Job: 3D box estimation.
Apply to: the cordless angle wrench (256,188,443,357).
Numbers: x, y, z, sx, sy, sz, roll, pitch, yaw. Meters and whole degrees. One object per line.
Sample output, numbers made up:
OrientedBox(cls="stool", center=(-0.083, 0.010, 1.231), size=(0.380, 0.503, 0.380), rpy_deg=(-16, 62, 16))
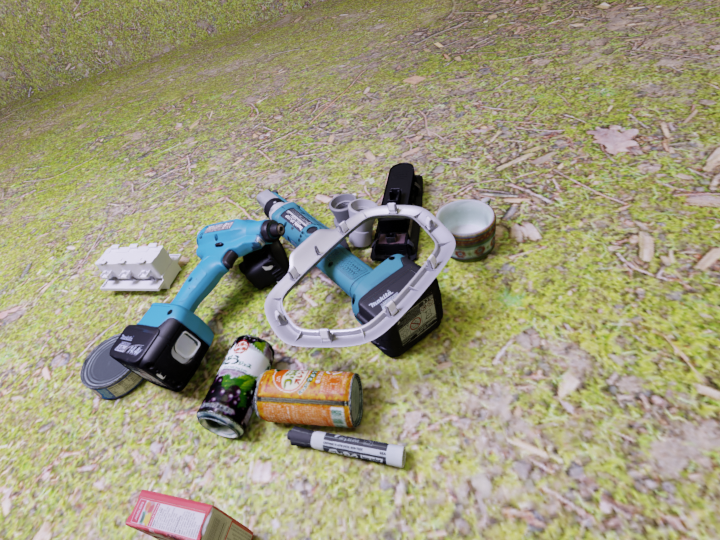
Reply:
OrientedBox(cls="cordless angle wrench", center=(-0.061, -0.040, 0.628), size=(0.097, 0.071, 0.448), rpy_deg=(-34, 42, -16))

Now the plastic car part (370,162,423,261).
OrientedBox(cls="plastic car part", center=(0.057, -0.102, 0.655), size=(0.068, 0.064, 0.206), rpy_deg=(-7, 40, 22))

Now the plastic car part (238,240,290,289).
OrientedBox(cls="plastic car part", center=(-0.152, -0.015, 0.646), size=(0.071, 0.062, 0.122), rpy_deg=(-35, 39, 2))

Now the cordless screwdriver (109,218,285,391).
OrientedBox(cls="cordless screwdriver", center=(-0.201, 0.028, 0.556), size=(0.166, 0.070, 0.251), rpy_deg=(-7, 47, 34))

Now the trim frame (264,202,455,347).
OrientedBox(cls="trim frame", center=(-0.004, -0.006, 0.495), size=(0.195, 0.026, 0.246), rpy_deg=(21, 57, 42))
